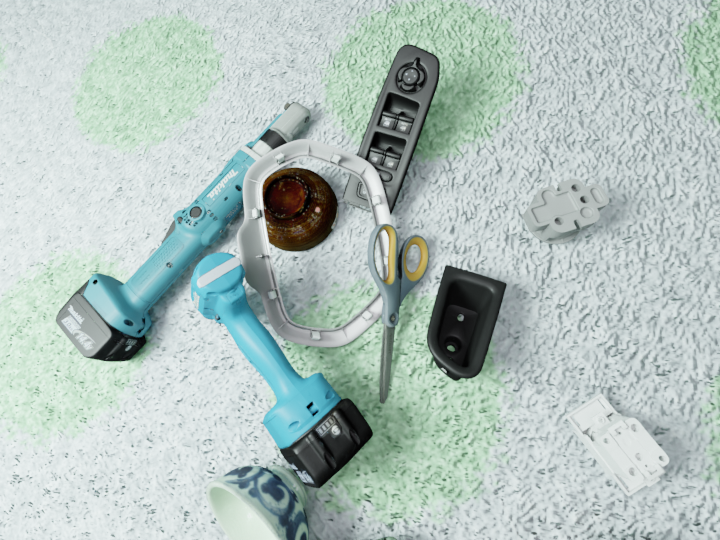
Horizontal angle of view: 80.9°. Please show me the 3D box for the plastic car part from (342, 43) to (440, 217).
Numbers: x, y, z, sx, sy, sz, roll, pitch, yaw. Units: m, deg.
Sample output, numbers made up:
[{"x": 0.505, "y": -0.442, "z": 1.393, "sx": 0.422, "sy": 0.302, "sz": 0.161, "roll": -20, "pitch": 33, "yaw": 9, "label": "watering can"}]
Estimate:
[{"x": 0.046, "y": -0.171, "z": 0.528, "sx": 0.069, "sy": 0.065, "sz": 0.201, "roll": 24, "pitch": 104, "yaw": 22, "label": "plastic car part"}]

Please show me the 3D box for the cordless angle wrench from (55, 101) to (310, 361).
[{"x": -0.211, "y": -0.067, "z": 0.566, "sx": 0.101, "sy": 0.072, "sz": 0.422, "roll": 38, "pitch": 82, "yaw": 17, "label": "cordless angle wrench"}]

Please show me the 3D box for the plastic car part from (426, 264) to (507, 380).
[{"x": 0.105, "y": 0.065, "z": 0.454, "sx": 0.068, "sy": 0.068, "sz": 0.117, "roll": 17, "pitch": 62, "yaw": 14, "label": "plastic car part"}]

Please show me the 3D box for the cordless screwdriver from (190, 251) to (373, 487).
[{"x": -0.106, "y": 0.105, "z": 0.468, "sx": 0.073, "sy": 0.160, "sz": 0.253, "roll": -33, "pitch": 82, "yaw": -28, "label": "cordless screwdriver"}]

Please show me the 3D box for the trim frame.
[{"x": -0.049, "y": -0.032, "z": 0.496, "sx": 0.182, "sy": 0.028, "sz": 0.247, "roll": -11, "pitch": 93, "yaw": -7, "label": "trim frame"}]
